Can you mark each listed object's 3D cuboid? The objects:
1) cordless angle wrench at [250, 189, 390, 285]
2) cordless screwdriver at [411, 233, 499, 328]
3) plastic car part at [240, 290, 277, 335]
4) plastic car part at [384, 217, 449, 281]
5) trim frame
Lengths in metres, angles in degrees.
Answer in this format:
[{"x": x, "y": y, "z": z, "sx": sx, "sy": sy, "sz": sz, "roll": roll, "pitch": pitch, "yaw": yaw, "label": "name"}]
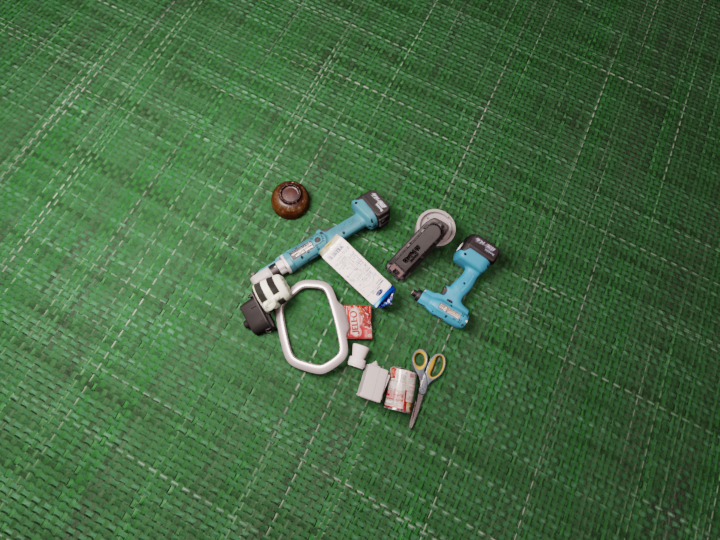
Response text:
[{"x": -0.114, "y": -0.074, "z": 1.163, "sx": 0.420, "sy": 0.072, "sz": 0.102, "roll": -32, "pitch": 65, "yaw": -7, "label": "cordless angle wrench"}, {"x": 0.258, "y": 0.015, "z": 1.153, "sx": 0.161, "sy": 0.073, "sz": 0.249, "roll": 30, "pitch": 78, "yaw": 5, "label": "cordless screwdriver"}, {"x": -0.276, "y": 0.120, "z": 1.108, "sx": 0.071, "sy": 0.064, "sz": 0.118, "roll": -27, "pitch": 80, "yaw": 4, "label": "plastic car part"}, {"x": 0.149, "y": -0.059, "z": 1.132, "sx": 0.068, "sy": 0.065, "sz": 0.204, "roll": 46, "pitch": 103, "yaw": 13, "label": "plastic car part"}, {"x": -0.125, "y": 0.144, "z": 1.106, "sx": 0.185, "sy": 0.027, "sz": 0.256, "roll": -17, "pitch": 69, "yaw": 2, "label": "trim frame"}]
